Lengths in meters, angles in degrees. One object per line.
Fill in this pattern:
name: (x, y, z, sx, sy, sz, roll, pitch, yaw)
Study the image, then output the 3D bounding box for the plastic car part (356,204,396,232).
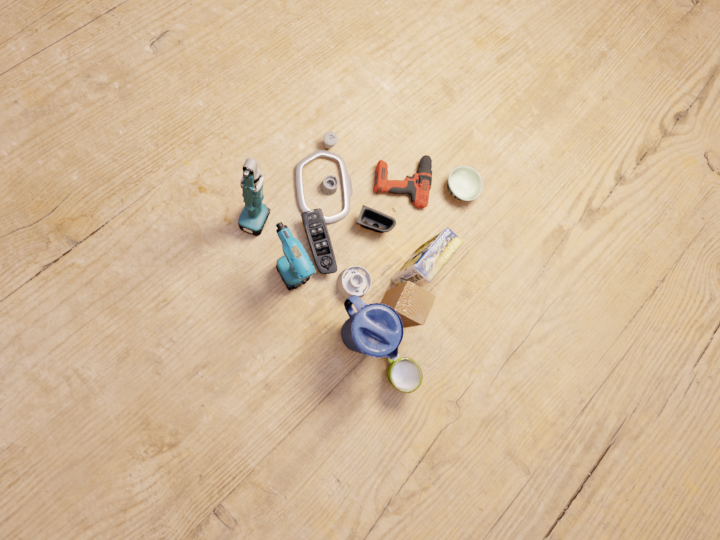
plastic car part: (0.045, -0.148, 1.326, 0.116, 0.071, 0.066, 22, 75, -3)

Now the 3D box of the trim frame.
trim frame: (-0.115, -0.270, 1.359, 0.182, 0.027, 0.252, -6, 77, -9)

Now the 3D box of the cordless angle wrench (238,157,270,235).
cordless angle wrench: (-0.283, -0.194, 1.112, 0.074, 0.424, 0.098, 22, 75, -8)

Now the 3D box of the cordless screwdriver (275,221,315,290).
cordless screwdriver: (-0.194, -0.034, 1.174, 0.073, 0.249, 0.161, -27, 85, -16)

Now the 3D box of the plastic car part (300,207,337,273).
plastic car part: (-0.126, -0.082, 1.289, 0.065, 0.067, 0.206, -15, 79, -13)
